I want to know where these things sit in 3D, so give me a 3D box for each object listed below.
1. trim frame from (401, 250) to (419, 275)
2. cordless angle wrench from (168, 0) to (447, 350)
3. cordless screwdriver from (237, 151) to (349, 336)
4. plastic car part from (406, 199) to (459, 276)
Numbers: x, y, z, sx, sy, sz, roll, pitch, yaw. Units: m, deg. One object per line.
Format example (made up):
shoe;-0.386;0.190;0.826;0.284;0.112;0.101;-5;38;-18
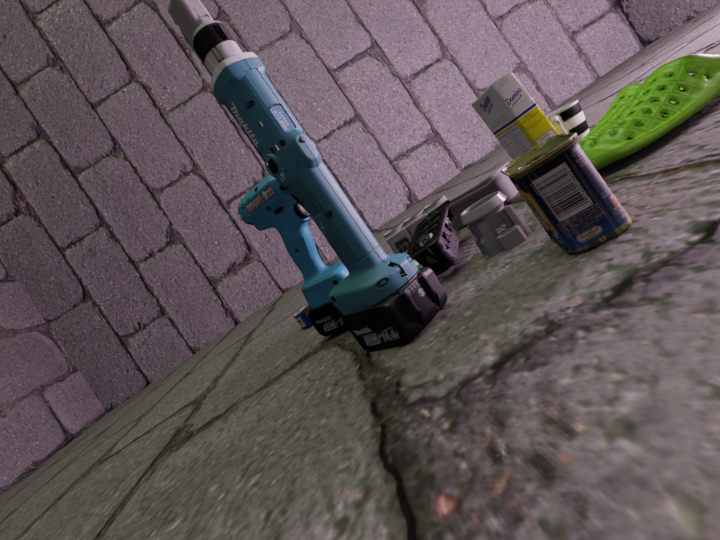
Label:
trim frame;0.040;0.010;0.747;0.180;0.027;0.255;-39;7;-38
cordless angle wrench;-0.071;-0.114;0.437;0.073;0.423;0.100;-34;0;-35
cordless screwdriver;-0.060;-0.039;0.610;0.162;0.249;0.073;-33;1;33
plastic car part;0.107;-0.042;0.599;0.067;0.067;0.200;-33;5;24
